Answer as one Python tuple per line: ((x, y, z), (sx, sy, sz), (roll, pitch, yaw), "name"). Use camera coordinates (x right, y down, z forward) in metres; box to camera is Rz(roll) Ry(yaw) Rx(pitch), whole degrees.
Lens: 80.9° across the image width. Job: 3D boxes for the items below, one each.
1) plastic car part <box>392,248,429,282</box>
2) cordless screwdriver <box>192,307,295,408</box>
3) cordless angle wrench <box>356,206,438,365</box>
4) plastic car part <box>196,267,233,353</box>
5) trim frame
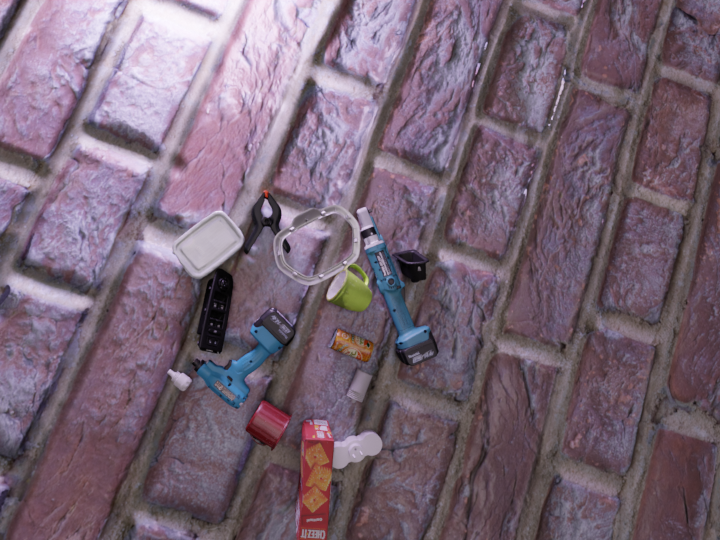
((0.137, -0.006, 1.104), (0.065, 0.121, 0.069), (-13, 111, -11), "plastic car part")
((-0.286, 0.197, 1.047), (0.159, 0.074, 0.248), (40, 84, -1), "cordless screwdriver")
((0.076, 0.032, 1.109), (0.097, 0.074, 0.427), (-20, 83, -10), "cordless angle wrench")
((-0.360, 0.097, 1.041), (0.063, 0.070, 0.206), (23, 65, -39), "plastic car part")
((-0.108, -0.071, 1.107), (0.245, 0.028, 0.184), (-28, 91, -14), "trim frame")
